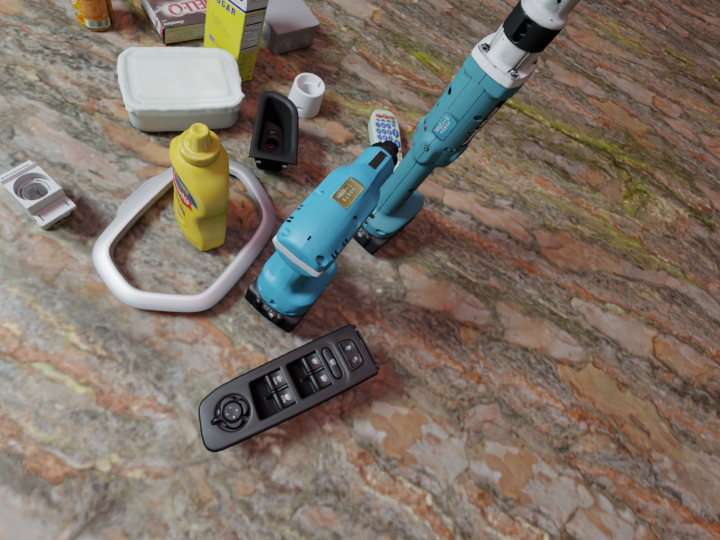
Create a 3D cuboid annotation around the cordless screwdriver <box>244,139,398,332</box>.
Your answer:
[{"bbox_3d":[-0.045,-0.029,0.461,0.074,0.250,0.158,38,61,-3],"label":"cordless screwdriver"}]

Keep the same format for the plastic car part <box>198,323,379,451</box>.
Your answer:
[{"bbox_3d":[-0.084,0.132,0.478,0.198,0.067,0.068,-22,76,-24],"label":"plastic car part"}]

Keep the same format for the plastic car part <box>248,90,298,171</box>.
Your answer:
[{"bbox_3d":[-0.126,-0.191,0.614,0.064,0.071,0.119,8,65,-16],"label":"plastic car part"}]

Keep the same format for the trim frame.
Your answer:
[{"bbox_3d":[-0.220,-0.056,0.549,0.184,0.027,0.249,31,61,-1],"label":"trim frame"}]

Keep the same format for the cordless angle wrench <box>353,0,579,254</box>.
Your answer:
[{"bbox_3d":[0.088,-0.143,0.453,0.096,0.424,0.075,-39,87,-29],"label":"cordless angle wrench"}]
